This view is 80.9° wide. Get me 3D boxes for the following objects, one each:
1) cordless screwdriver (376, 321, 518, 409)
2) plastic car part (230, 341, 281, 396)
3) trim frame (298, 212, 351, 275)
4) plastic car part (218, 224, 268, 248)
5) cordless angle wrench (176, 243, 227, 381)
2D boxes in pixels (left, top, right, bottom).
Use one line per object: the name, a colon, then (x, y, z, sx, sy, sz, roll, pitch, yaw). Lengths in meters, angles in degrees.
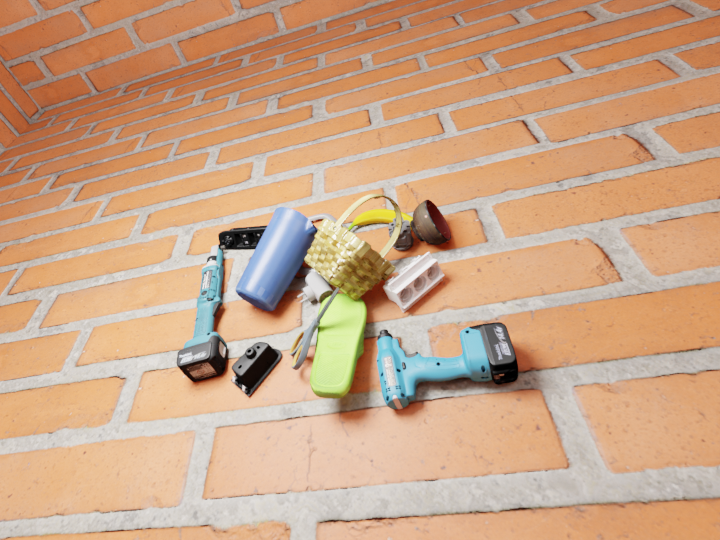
cordless screwdriver: (0.153, 0.157, 0.800, 0.252, 0.071, 0.165, -17, 45, 11)
plastic car part: (-0.231, 0.197, 0.911, 0.070, 0.067, 0.116, 25, 64, 34)
trim frame: (-0.112, -0.073, 1.147, 0.183, 0.026, 0.262, -30, 44, -6)
plastic car part: (-0.321, -0.102, 1.230, 0.208, 0.063, 0.068, -4, 37, 17)
cordless angle wrench: (-0.388, 0.076, 1.088, 0.098, 0.071, 0.440, -18, 43, 3)
